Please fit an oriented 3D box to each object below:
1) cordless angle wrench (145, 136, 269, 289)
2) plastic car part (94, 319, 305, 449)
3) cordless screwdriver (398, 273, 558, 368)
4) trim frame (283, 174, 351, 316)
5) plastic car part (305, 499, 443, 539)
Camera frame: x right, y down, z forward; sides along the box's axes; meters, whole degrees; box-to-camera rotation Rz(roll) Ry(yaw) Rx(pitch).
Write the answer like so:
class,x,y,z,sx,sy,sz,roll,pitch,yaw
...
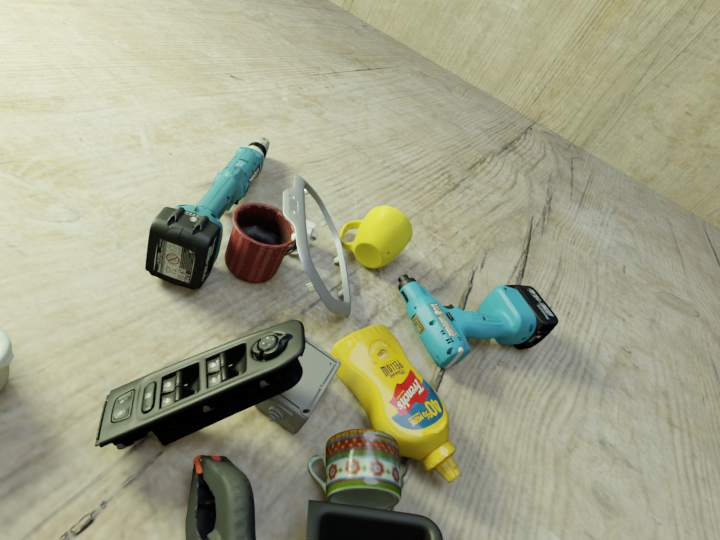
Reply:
class,x,y,z,sx,sy,sz,roll,pitch,yaw
cordless angle wrench,-0.210,-0.137,0.686,0.073,0.097,0.431,19,35,-9
plastic car part,-0.138,0.114,0.403,0.202,0.065,0.069,-26,25,-4
cordless screwdriver,0.185,0.065,0.693,0.239,0.073,0.167,-4,47,-28
trim frame,-0.061,-0.040,0.627,0.258,0.028,0.174,-99,162,-45
plastic car part,0.007,0.252,0.366,0.116,0.069,0.068,7,35,-3
